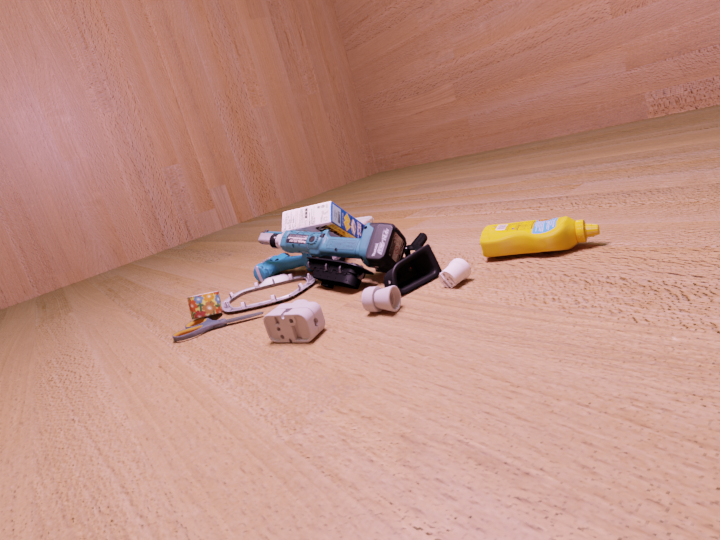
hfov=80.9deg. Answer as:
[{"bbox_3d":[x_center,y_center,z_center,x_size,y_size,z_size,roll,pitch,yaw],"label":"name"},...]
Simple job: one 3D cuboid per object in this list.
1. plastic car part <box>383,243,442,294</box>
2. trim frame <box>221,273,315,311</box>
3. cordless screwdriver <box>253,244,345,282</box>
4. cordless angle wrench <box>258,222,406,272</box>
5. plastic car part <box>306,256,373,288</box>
[{"bbox_3d":[0.088,0.005,0.824,0.114,0.066,0.072,-27,2,-25],"label":"plastic car part"},{"bbox_3d":[-0.229,0.050,1.037,0.252,0.027,0.185,-15,15,11],"label":"trim frame"},{"bbox_3d":[-0.162,-0.035,1.174,0.257,0.073,0.157,-13,15,28],"label":"cordless screwdriver"},{"bbox_3d":[-0.099,-0.065,1.014,0.445,0.098,0.070,7,-21,38],"label":"cordless angle wrench"},{"bbox_3d":[-0.055,0.006,0.936,0.212,0.063,0.067,2,61,54],"label":"plastic car part"}]
